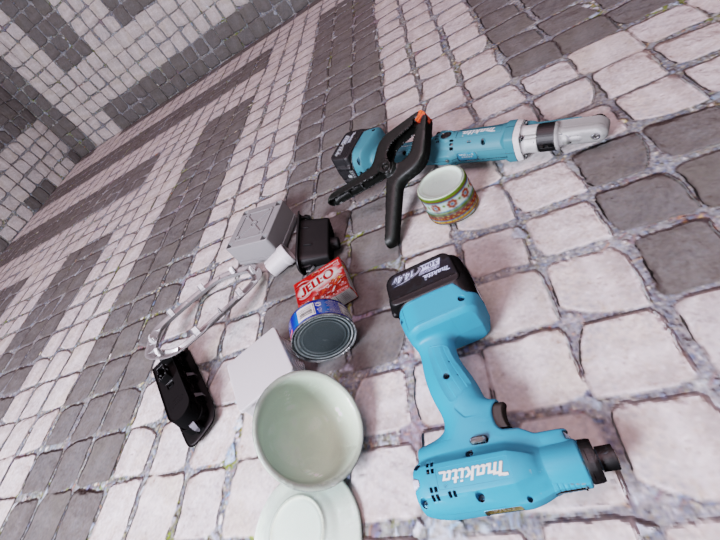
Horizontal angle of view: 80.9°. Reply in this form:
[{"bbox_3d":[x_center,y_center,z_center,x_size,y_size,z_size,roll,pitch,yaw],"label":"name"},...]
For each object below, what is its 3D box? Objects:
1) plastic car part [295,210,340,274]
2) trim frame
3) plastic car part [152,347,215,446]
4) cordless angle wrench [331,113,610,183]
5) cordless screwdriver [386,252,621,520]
[{"bbox_3d":[-0.070,-0.046,0.713,0.072,0.063,0.121,-14,46,8],"label":"plastic car part"},{"bbox_3d":[-0.280,0.064,0.754,0.194,0.026,0.245,7,43,48],"label":"trim frame"},{"bbox_3d":[-0.282,0.182,0.659,0.066,0.064,0.215,-41,41,-14],"label":"plastic car part"},{"bbox_3d":[0.145,-0.198,0.678,0.445,0.070,0.098,6,57,39],"label":"cordless angle wrench"},{"bbox_3d":[0.116,0.094,0.419,0.162,0.070,0.257,-23,45,19],"label":"cordless screwdriver"}]
